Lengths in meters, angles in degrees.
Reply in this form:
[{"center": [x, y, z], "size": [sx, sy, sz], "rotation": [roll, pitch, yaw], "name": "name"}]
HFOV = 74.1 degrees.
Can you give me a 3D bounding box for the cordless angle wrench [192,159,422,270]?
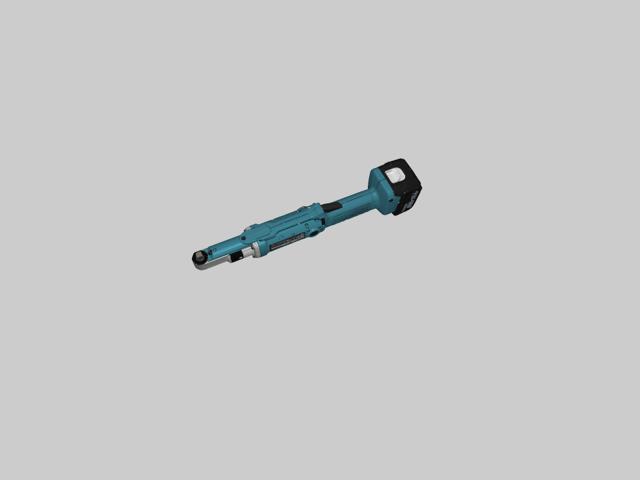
[{"center": [-0.021, -0.034, 0.760], "size": [0.422, 0.074, 0.098], "rotation": [-22, -24, -15], "name": "cordless angle wrench"}]
